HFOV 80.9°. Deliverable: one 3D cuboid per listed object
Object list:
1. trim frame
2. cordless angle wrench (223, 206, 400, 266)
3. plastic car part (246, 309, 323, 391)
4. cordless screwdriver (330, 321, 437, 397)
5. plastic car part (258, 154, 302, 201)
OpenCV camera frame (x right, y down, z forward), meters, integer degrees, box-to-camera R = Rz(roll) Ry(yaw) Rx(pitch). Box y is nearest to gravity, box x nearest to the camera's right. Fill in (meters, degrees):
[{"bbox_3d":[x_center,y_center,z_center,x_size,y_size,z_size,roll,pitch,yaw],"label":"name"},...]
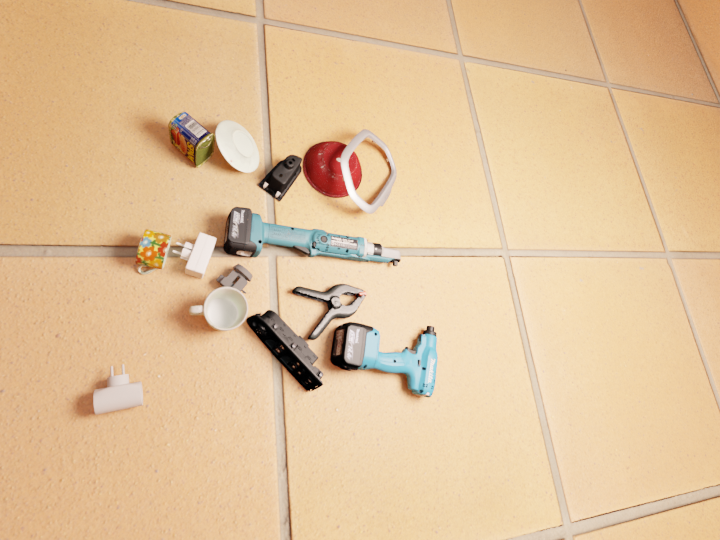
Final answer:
[{"bbox_3d":[0.024,-0.249,1.060,0.177,0.028,0.249,52,43,-23],"label":"trim frame"},{"bbox_3d":[-0.095,-0.062,0.973,0.409,0.075,0.100,8,70,-19],"label":"cordless angle wrench"},{"bbox_3d":[-0.150,0.156,0.879,0.203,0.067,0.066,43,54,-1],"label":"plastic car part"},{"bbox_3d":[0.064,0.172,0.943,0.241,0.075,0.161,21,66,-16],"label":"cordless screwdriver"},{"bbox_3d":[-0.179,-0.234,1.002,0.065,0.072,0.116,36,67,-9],"label":"plastic car part"}]
